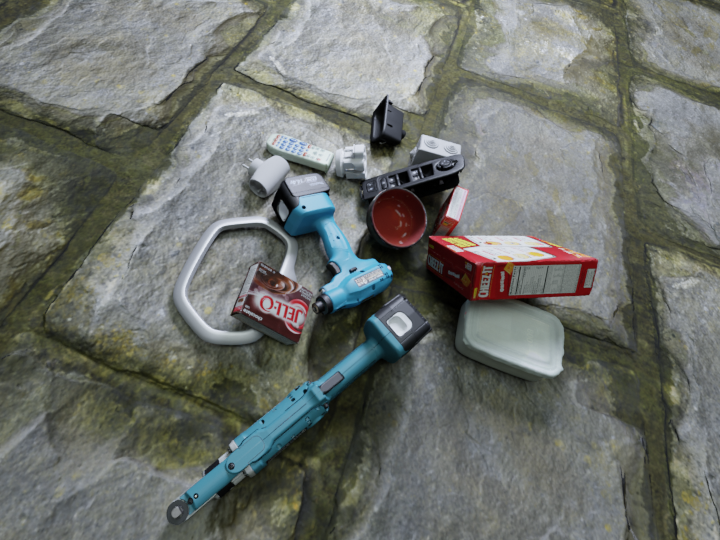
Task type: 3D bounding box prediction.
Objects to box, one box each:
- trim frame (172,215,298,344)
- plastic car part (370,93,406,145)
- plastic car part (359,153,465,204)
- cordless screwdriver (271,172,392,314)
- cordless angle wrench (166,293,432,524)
[{"bbox_3d":[-0.200,0.008,0.708,0.185,0.027,0.252,16,56,1],"label":"trim frame"},{"bbox_3d":[0.066,-0.318,0.937,0.068,0.067,0.119,15,60,-21],"label":"plastic car part"},{"bbox_3d":[0.104,-0.166,0.816,0.207,0.064,0.068,-18,34,15],"label":"plastic car part"},{"bbox_3d":[-0.071,-0.046,0.723,0.154,0.074,0.257,-23,69,-37],"label":"cordless screwdriver"},{"bbox_3d":[-0.076,0.188,0.592,0.416,0.096,0.077,-36,74,-22],"label":"cordless angle wrench"}]
